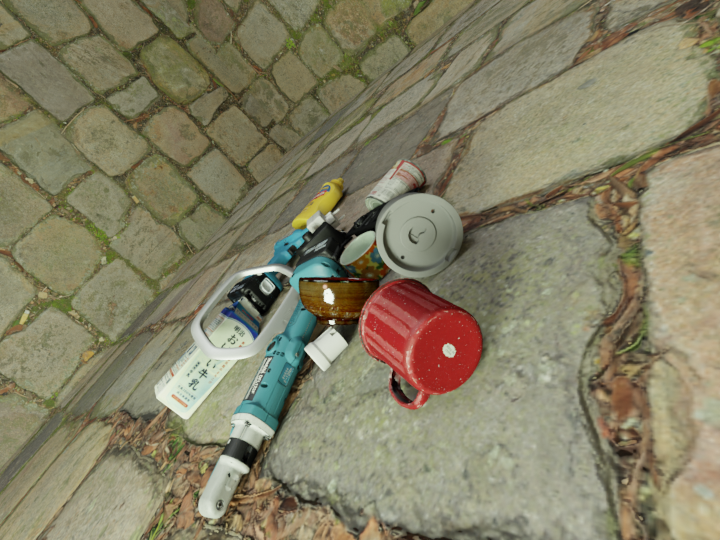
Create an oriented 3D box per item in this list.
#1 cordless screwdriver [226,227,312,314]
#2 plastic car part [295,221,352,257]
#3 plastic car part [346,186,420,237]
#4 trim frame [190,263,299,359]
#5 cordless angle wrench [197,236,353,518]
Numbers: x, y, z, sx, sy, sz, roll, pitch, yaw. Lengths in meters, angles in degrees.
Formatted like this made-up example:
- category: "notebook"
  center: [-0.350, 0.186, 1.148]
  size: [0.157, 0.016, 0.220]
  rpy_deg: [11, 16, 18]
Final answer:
- category: "cordless screwdriver"
  center: [-0.185, -0.011, 0.966]
  size: [0.164, 0.072, 0.249]
  rpy_deg: [-24, 26, 41]
- category: "plastic car part"
  center: [-0.086, -0.056, 0.875]
  size: [0.116, 0.069, 0.068]
  rpy_deg: [-42, 19, -3]
- category: "plastic car part"
  center: [0.042, -0.078, 0.697]
  size: [0.066, 0.065, 0.210]
  rpy_deg: [-58, 21, -16]
- category: "trim frame"
  center: [-0.205, 0.069, 0.790]
  size: [0.191, 0.026, 0.249]
  rpy_deg: [6, 41, 22]
- category: "cordless angle wrench"
  center: [-0.109, 0.123, 0.607]
  size: [0.101, 0.071, 0.426]
  rpy_deg: [-26, 30, 40]
